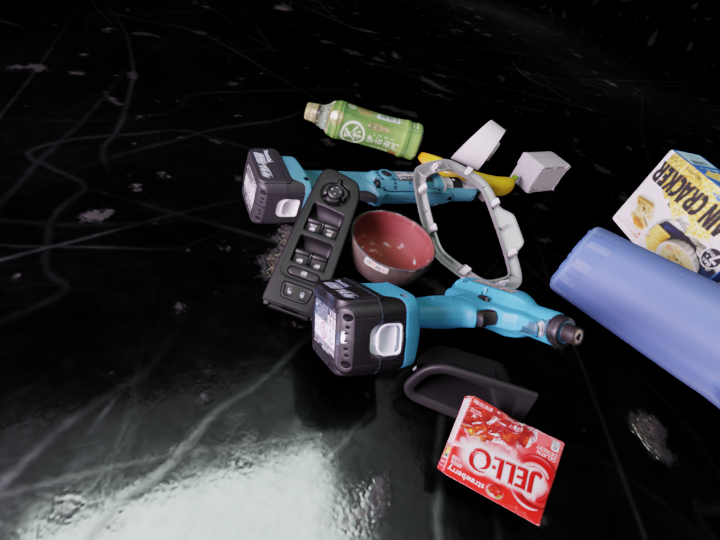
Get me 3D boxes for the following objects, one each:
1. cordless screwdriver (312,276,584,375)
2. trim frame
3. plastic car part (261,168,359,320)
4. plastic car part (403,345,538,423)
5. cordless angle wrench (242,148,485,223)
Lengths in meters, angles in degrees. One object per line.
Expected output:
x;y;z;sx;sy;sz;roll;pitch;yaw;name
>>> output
0.083;0.053;0.434;0.240;0.073;0.167;-4;13;-27;cordless screwdriver
0.166;-0.078;0.640;0.177;0.028;0.257;10;53;-23;trim frame
-0.051;-0.033;0.521;0.067;0.065;0.205;16;67;6;plastic car part
0.109;0.113;0.447;0.118;0.065;0.071;20;27;7;plastic car part
0.031;-0.130;0.667;0.408;0.073;0.103;-4;47;-25;cordless angle wrench
